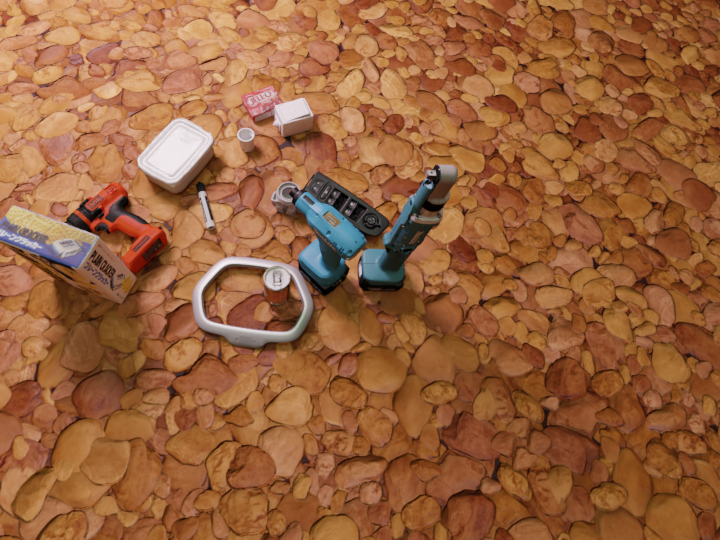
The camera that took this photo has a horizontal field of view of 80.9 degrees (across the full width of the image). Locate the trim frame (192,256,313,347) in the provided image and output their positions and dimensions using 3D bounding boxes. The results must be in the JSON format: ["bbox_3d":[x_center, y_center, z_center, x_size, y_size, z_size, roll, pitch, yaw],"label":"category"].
[{"bbox_3d":[-0.221,0.063,0.869,0.247,0.027,0.187,7,67,-3],"label":"trim frame"}]

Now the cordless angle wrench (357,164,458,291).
[{"bbox_3d":[0.078,-0.059,0.739,0.097,0.419,0.076,2,70,-10],"label":"cordless angle wrench"}]

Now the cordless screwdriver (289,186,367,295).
[{"bbox_3d":[-0.080,-0.052,0.813,0.162,0.246,0.073,44,68,8],"label":"cordless screwdriver"}]

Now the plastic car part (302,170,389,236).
[{"bbox_3d":[-0.035,-0.137,0.952,0.206,0.066,0.066,32,67,7],"label":"plastic car part"}]
